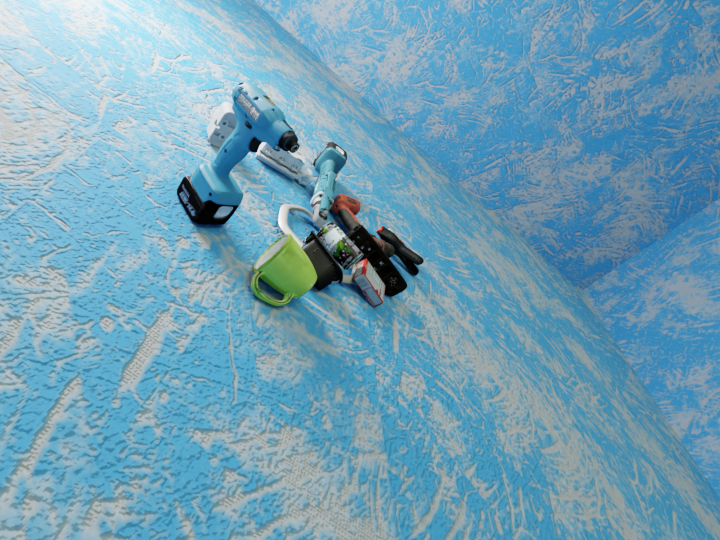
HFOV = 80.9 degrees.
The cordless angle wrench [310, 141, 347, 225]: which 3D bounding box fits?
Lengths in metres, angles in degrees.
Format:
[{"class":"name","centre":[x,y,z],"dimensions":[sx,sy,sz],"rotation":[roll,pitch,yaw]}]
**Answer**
[{"class":"cordless angle wrench","centre":[-0.094,-0.232,1.144],"dimensions":[0.072,0.099,0.433],"rotation":[34,28,-21]}]

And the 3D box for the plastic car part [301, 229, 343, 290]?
[{"class":"plastic car part","centre":[-0.094,-0.010,0.853],"dimensions":[0.070,0.066,0.118],"rotation":[-32,82,-24]}]

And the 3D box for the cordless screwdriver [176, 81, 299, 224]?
[{"class":"cordless screwdriver","centre":[-0.210,-0.177,0.726],"dimensions":[0.166,0.250,0.071],"rotation":[51,27,22]}]

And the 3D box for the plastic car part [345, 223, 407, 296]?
[{"class":"plastic car part","centre":[0.031,-0.020,1.023],"dimensions":[0.199,0.066,0.069],"rotation":[50,-5,-12]}]

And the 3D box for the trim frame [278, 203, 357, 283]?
[{"class":"trim frame","centre":[-0.095,-0.062,0.973],"dimensions":[0.252,0.028,0.181],"rotation":[44,27,5]}]
